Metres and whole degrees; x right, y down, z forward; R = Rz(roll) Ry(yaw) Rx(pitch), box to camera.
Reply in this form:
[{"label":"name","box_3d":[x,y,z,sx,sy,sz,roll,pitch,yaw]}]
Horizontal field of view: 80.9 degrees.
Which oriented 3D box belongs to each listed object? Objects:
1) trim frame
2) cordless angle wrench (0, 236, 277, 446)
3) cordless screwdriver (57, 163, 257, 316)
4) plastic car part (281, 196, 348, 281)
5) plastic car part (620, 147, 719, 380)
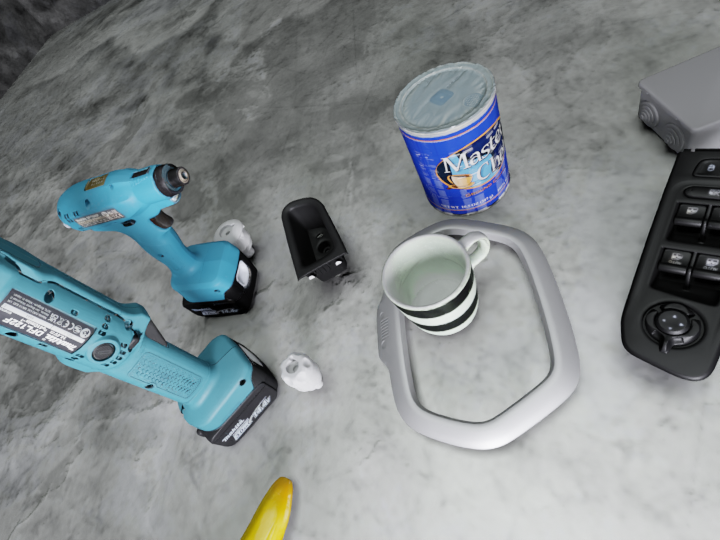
[{"label":"trim frame","box_3d":[0.101,0.046,0.427,0.189,0.026,0.256,-15,54,19]},{"label":"cordless angle wrench","box_3d":[-0.216,0.051,0.349,0.098,0.400,0.079,-48,51,-9]},{"label":"cordless screwdriver","box_3d":[-0.206,-0.031,0.505,0.164,0.235,0.076,-9,56,22]},{"label":"plastic car part","box_3d":[-0.052,-0.034,0.536,0.066,0.067,0.122,-29,50,7]},{"label":"plastic car part","box_3d":[0.270,-0.005,0.345,0.070,0.063,0.203,19,70,35]}]
